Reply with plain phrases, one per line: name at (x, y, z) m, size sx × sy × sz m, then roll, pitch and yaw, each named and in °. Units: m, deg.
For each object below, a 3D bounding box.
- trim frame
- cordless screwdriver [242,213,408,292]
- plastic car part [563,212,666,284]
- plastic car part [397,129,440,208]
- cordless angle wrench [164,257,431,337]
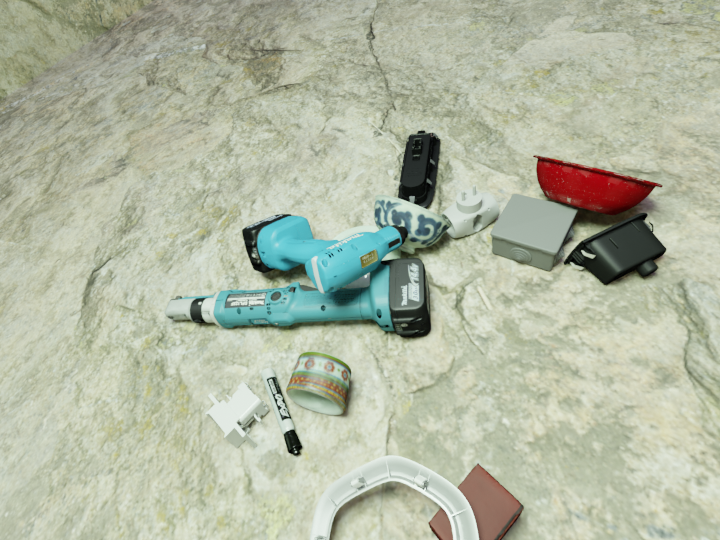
trim frame at (0.027, 0.301, 0.373) m, size 0.191 × 0.026 × 0.253 m, roll -6°, pitch 62°, yaw 26°
cordless screwdriver at (-0.062, -0.041, 0.636) m, size 0.155 × 0.072 × 0.262 m, roll -28°, pitch 26°, yaw -33°
plastic car part at (0.345, -0.022, 0.550) m, size 0.116 × 0.064 × 0.074 m, roll -22°, pitch 64°, yaw -5°
plastic car part at (0.105, -0.191, 0.763) m, size 0.068 × 0.064 × 0.206 m, roll 4°, pitch 56°, yaw 12°
cordless angle wrench at (-0.115, 0.051, 0.636) m, size 0.434 × 0.071 × 0.100 m, roll -5°, pitch 51°, yaw 18°
